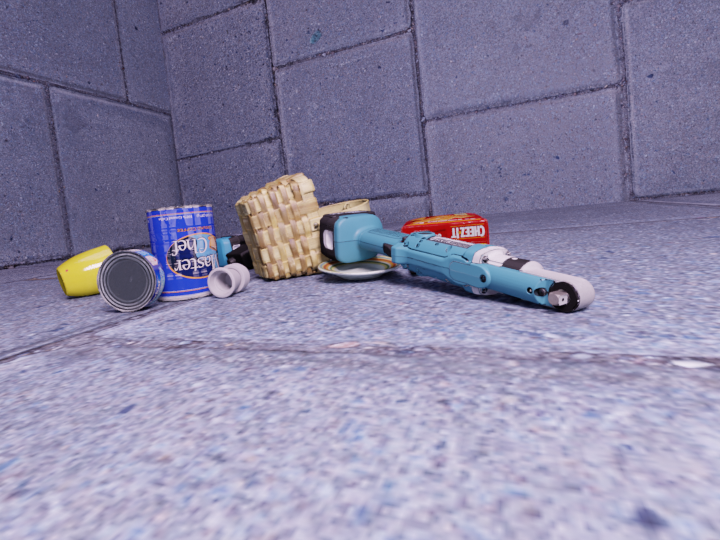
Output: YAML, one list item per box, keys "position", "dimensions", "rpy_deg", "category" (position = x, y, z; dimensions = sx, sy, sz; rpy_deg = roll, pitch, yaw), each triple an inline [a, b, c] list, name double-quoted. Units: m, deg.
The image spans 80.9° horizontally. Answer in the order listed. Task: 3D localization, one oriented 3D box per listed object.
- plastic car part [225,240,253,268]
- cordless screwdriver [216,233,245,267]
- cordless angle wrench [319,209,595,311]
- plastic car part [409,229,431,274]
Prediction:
- position: [-0.271, -0.030, 0.978]
  dimensions: [0.069, 0.064, 0.122]
  rpy_deg: [-31, 22, -37]
  category: "plastic car part"
- position: [-0.378, -0.031, 1.017]
  dimensions: [0.240, 0.073, 0.167]
  rpy_deg: [-17, 13, -36]
  category: "cordless screwdriver"
- position: [0.080, -0.021, 0.539]
  dimensions: [0.094, 0.073, 0.444]
  rpy_deg: [-10, 16, -29]
  category: "cordless angle wrench"
- position: [0.108, -0.034, 0.713]
  dimensions: [0.067, 0.067, 0.201]
  rpy_deg: [-12, 4, 6]
  category: "plastic car part"
